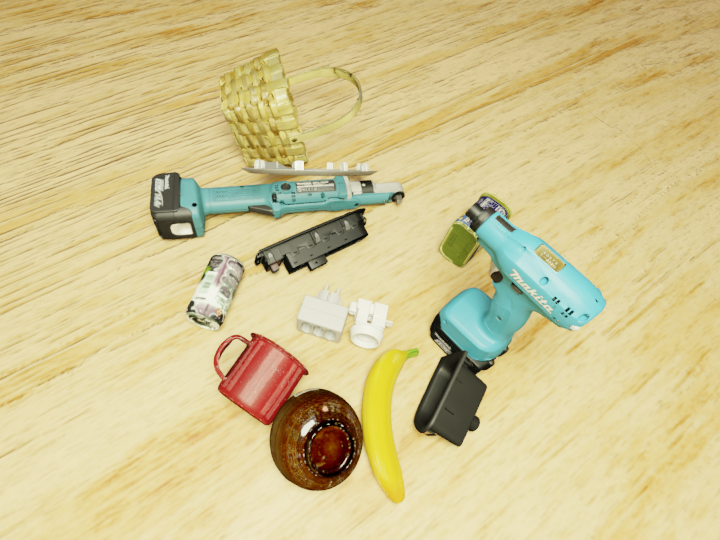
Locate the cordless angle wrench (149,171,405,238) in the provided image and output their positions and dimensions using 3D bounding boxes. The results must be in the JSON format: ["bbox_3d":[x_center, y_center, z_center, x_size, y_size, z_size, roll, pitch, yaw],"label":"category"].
[{"bbox_3d":[-0.129,-0.123,0.721,0.417,0.073,0.101,-6,59,-9],"label":"cordless angle wrench"}]

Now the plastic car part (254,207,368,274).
[{"bbox_3d":[-0.066,-0.043,0.675,0.199,0.066,0.069,-30,75,-20],"label":"plastic car part"}]

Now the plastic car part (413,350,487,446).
[{"bbox_3d":[0.124,0.174,0.551,0.071,0.066,0.116,32,63,-2],"label":"plastic car part"}]

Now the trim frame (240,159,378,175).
[{"bbox_3d":[-0.079,-0.166,0.684,0.192,0.027,0.241,8,17,27],"label":"trim frame"}]

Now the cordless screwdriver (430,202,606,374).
[{"bbox_3d":[0.156,0.032,0.528,0.073,0.245,0.164,-33,73,-24],"label":"cordless screwdriver"}]
